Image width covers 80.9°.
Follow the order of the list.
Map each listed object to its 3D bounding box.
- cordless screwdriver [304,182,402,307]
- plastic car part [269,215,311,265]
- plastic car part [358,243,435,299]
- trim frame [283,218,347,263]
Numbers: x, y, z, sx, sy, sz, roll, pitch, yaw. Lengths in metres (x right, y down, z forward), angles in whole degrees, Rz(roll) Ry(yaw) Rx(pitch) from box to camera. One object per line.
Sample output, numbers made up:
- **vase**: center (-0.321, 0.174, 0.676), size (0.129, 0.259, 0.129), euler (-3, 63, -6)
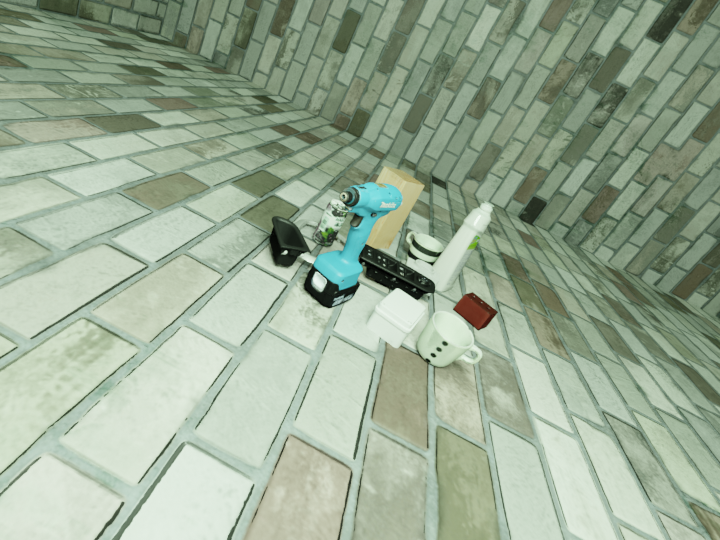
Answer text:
- **cordless screwdriver**: center (-0.027, -0.047, 0.768), size (0.078, 0.247, 0.153), euler (40, 27, 24)
- **plastic car part**: center (-0.157, -0.052, 0.865), size (0.063, 0.070, 0.123), euler (12, 28, -32)
- **plastic car part**: center (0.078, 0.013, 0.971), size (0.200, 0.067, 0.067), euler (23, 24, -7)
- **trim frame**: center (-0.098, -0.064, 1.000), size (0.184, 0.027, 0.250), euler (25, 24, -2)
